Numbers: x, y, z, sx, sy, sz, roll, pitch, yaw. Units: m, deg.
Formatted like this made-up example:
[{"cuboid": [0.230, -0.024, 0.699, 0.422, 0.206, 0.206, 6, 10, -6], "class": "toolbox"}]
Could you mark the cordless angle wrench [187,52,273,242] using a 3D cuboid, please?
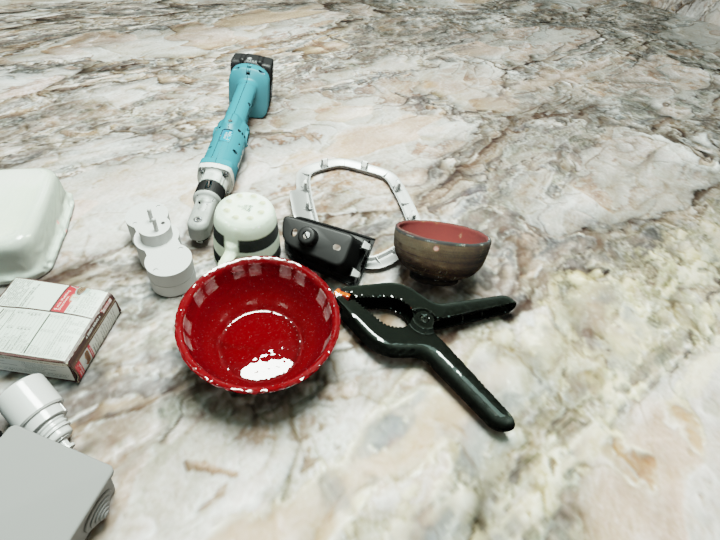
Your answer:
[{"cuboid": [-0.204, -0.211, 0.669, 0.074, 0.096, 0.435, 7, 49, -7], "class": "cordless angle wrench"}]

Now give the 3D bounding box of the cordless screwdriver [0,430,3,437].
[{"cuboid": [-0.417, 0.144, 0.318, 0.255, 0.072, 0.160, 14, 47, 13], "class": "cordless screwdriver"}]

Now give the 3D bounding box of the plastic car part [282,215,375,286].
[{"cuboid": [-0.050, -0.032, 0.507, 0.119, 0.069, 0.066, 21, 84, 12], "class": "plastic car part"}]

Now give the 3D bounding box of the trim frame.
[{"cuboid": [-0.010, -0.096, 0.617, 0.182, 0.027, 0.259, -6, 49, -10], "class": "trim frame"}]
